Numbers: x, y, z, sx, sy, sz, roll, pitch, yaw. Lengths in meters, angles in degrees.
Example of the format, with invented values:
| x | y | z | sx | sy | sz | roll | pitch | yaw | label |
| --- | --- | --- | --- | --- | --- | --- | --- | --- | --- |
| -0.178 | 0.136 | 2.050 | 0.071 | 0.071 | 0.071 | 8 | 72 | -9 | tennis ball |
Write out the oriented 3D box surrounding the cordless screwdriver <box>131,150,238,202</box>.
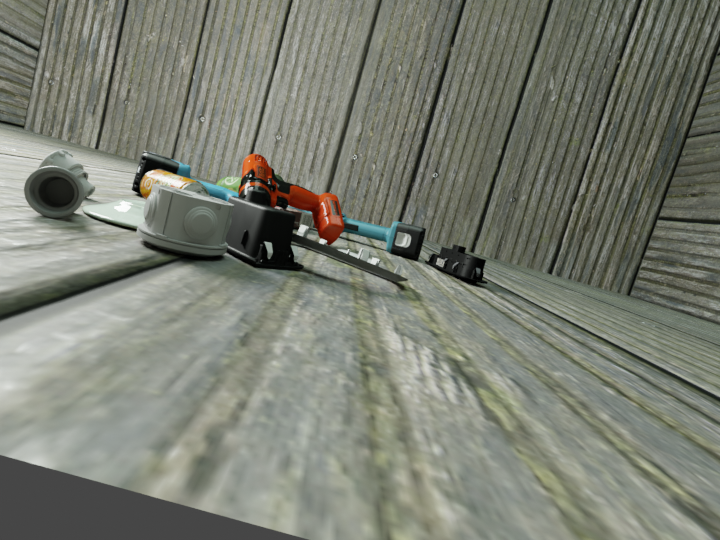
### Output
| x | y | z | sx | sy | sz | roll | pitch | yaw | label |
| --- | --- | --- | --- | --- | --- | --- | --- | --- | --- |
| -0.275 | -0.140 | 0.767 | 0.238 | 0.074 | 0.167 | 16 | 7 | -27 | cordless screwdriver |

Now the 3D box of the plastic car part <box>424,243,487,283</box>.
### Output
| x | y | z | sx | sy | sz | roll | pitch | yaw | label |
| --- | --- | --- | --- | --- | --- | --- | --- | --- | --- |
| 0.198 | -0.015 | 0.846 | 0.065 | 0.067 | 0.207 | 21 | 9 | -12 | plastic car part |

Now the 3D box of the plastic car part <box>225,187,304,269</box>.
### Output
| x | y | z | sx | sy | sz | roll | pitch | yaw | label |
| --- | --- | --- | --- | --- | --- | --- | --- | --- | --- |
| -0.114 | -0.050 | 0.449 | 0.123 | 0.070 | 0.062 | 25 | 10 | 38 | plastic car part |

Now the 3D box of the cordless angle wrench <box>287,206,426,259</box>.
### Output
| x | y | z | sx | sy | sz | roll | pitch | yaw | label |
| --- | --- | --- | --- | --- | --- | --- | --- | --- | --- |
| -0.063 | -0.115 | 1.010 | 0.434 | 0.074 | 0.096 | 15 | 7 | 13 | cordless angle wrench |

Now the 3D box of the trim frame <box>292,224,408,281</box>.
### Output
| x | y | z | sx | sy | sz | roll | pitch | yaw | label |
| --- | --- | --- | --- | --- | --- | --- | --- | --- | --- |
| -0.053 | -0.035 | 0.540 | 0.262 | 0.027 | 0.174 | 19 | -3 | 37 | trim frame |
